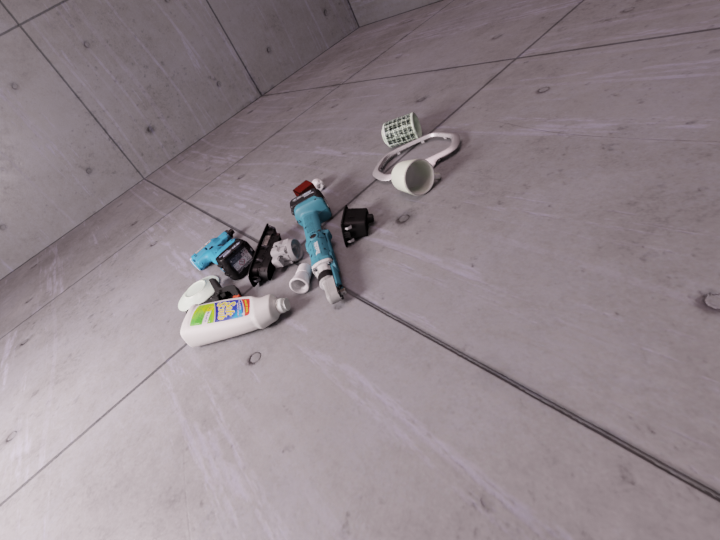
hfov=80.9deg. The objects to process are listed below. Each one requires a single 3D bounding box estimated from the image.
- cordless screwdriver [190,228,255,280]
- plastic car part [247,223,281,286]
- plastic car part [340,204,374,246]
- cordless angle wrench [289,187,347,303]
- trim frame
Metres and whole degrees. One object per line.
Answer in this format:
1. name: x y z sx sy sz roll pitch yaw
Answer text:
1. cordless screwdriver: -0.375 -0.058 1.200 0.262 0.071 0.158 9 51 49
2. plastic car part: -0.235 -0.036 1.078 0.068 0.064 0.206 6 41 7
3. plastic car part: -0.005 -0.117 1.003 0.072 0.063 0.118 -3 37 13
4. cordless angle wrench: -0.097 -0.064 0.994 0.098 0.071 0.441 -28 36 5
5. trim frame: 0.148 -0.311 1.150 0.252 0.026 0.190 -22 34 11
